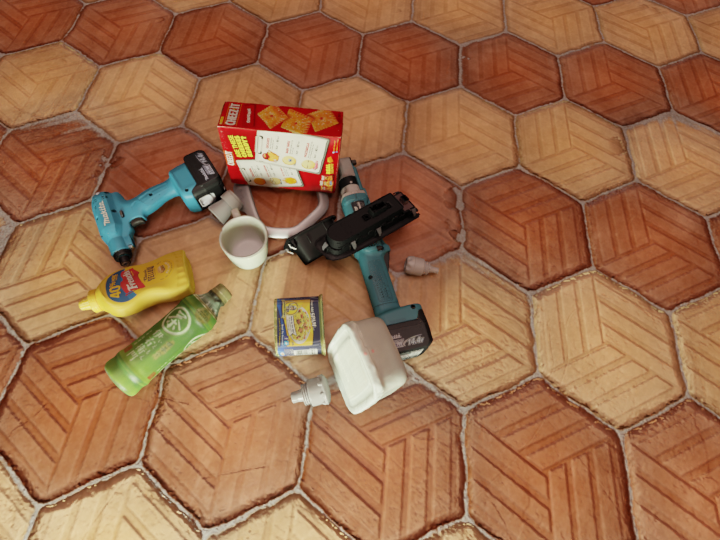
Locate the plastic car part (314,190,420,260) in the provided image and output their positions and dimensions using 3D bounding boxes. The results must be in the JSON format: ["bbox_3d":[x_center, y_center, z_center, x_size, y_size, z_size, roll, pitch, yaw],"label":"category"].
[{"bbox_3d":[0.014,-0.084,0.747,0.200,0.066,0.068,-32,73,-14],"label":"plastic car part"}]

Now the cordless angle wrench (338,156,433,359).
[{"bbox_3d":[0.016,-0.047,0.791,0.097,0.072,0.438,-12,63,-9],"label":"cordless angle wrench"}]

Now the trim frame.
[{"bbox_3d":[-0.168,-0.174,0.871,0.182,0.027,0.257,-16,67,-10],"label":"trim frame"}]

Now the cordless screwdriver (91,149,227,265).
[{"bbox_3d":[-0.381,-0.121,0.817,0.246,0.072,0.165,-27,68,-9],"label":"cordless screwdriver"}]

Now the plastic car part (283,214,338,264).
[{"bbox_3d":[-0.078,-0.051,0.799,0.114,0.066,0.072,-28,85,-18],"label":"plastic car part"}]
